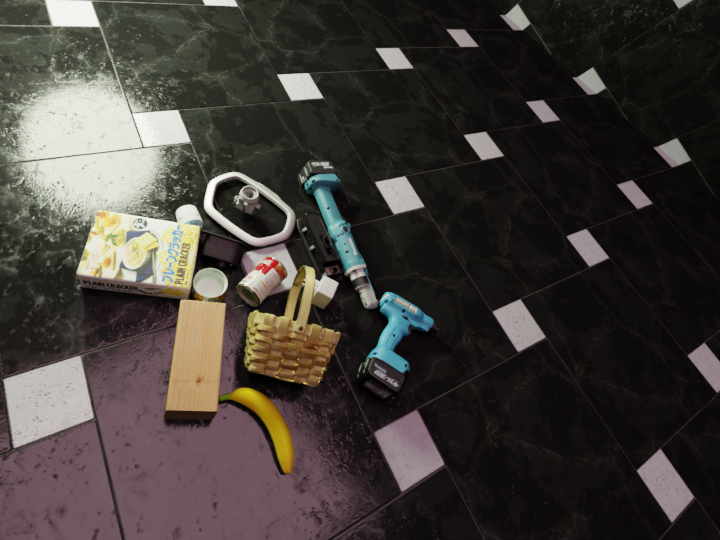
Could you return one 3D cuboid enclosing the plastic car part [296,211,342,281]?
[{"bbox_3d":[-0.105,-0.068,1.069,0.064,0.066,0.211,-15,63,-28],"label":"plastic car part"}]

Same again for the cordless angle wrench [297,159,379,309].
[{"bbox_3d":[-0.051,-0.096,1.101,0.094,0.075,0.436,-8,65,-35],"label":"cordless angle wrench"}]

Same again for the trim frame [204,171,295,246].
[{"bbox_3d":[-0.282,-0.158,1.080,0.251,0.027,0.183,33,55,4],"label":"trim frame"}]

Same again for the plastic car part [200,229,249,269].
[{"bbox_3d":[-0.320,-0.040,0.975,0.114,0.067,0.072,20,70,-13],"label":"plastic car part"}]

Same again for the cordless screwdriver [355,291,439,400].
[{"bbox_3d":[0.094,0.179,0.982,0.158,0.074,0.250,28,50,-4],"label":"cordless screwdriver"}]
